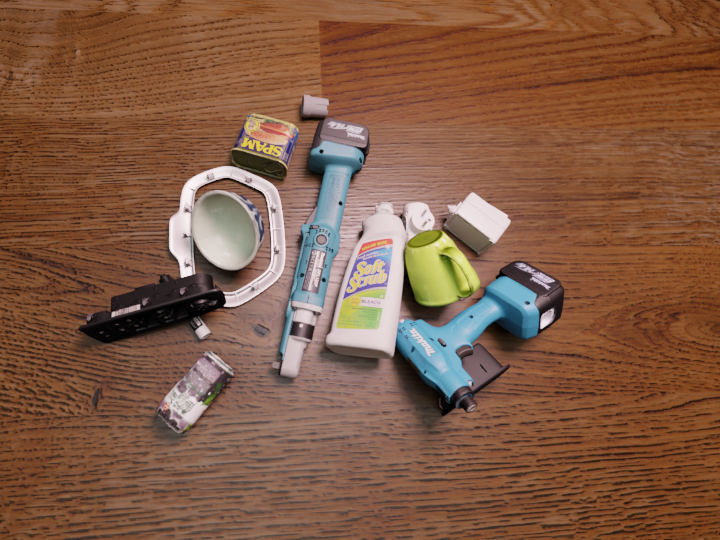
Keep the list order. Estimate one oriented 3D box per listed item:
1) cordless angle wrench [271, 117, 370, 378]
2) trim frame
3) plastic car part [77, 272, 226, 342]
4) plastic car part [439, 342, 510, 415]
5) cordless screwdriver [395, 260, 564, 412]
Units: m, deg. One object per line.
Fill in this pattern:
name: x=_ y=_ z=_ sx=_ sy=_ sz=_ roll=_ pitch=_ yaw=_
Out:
cordless angle wrench: x=-0.067 y=-0.044 z=0.681 sx=0.098 sy=0.074 sz=0.428 roll=12 pitch=72 yaw=-3
trim frame: x=-0.218 y=-0.064 z=0.696 sx=0.182 sy=0.027 sz=0.253 roll=-5 pitch=73 yaw=-6
plastic car part: x=-0.294 y=0.050 z=0.618 sx=0.203 sy=0.063 sz=0.070 roll=-13 pitch=53 yaw=2
plastic car part: x=0.155 y=0.153 z=0.637 sx=0.115 sy=0.064 sz=0.074 roll=-31 pitch=64 yaw=-19
cordless screwdriver: x=0.189 y=0.091 z=0.615 sx=0.246 sy=0.071 sz=0.168 roll=-26 pitch=39 yaw=-13
